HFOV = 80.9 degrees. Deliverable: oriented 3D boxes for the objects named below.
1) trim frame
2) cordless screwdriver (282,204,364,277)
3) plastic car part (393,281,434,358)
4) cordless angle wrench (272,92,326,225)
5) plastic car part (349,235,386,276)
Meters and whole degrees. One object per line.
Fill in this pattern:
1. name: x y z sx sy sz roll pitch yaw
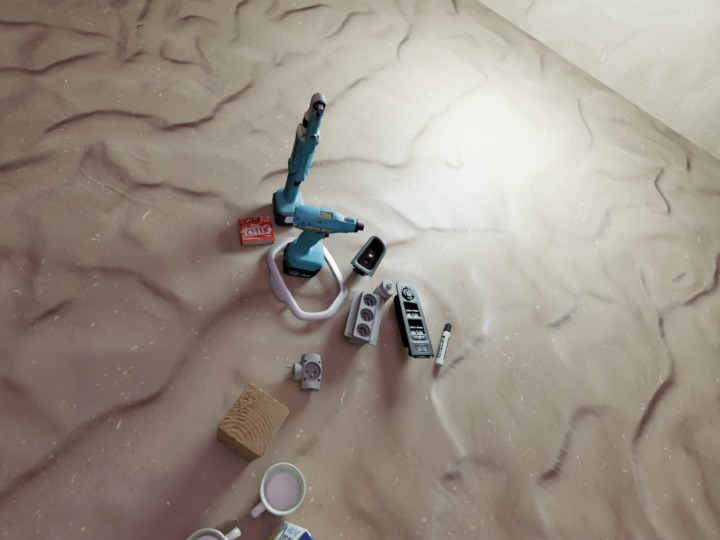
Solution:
1. trim frame: -0.141 0.017 1.087 0.179 0.027 0.257 -21 68 -24
2. cordless screwdriver: -0.099 -0.065 1.016 0.156 0.248 0.076 10 61 -14
3. plastic car part: 0.126 0.127 1.071 0.065 0.067 0.209 1 61 -17
4. cordless angle wrench: -0.145 -0.253 1.009 0.072 0.421 0.101 -2 65 -21
5. plastic car part: 0.020 -0.030 1.131 0.066 0.070 0.116 34 58 2
